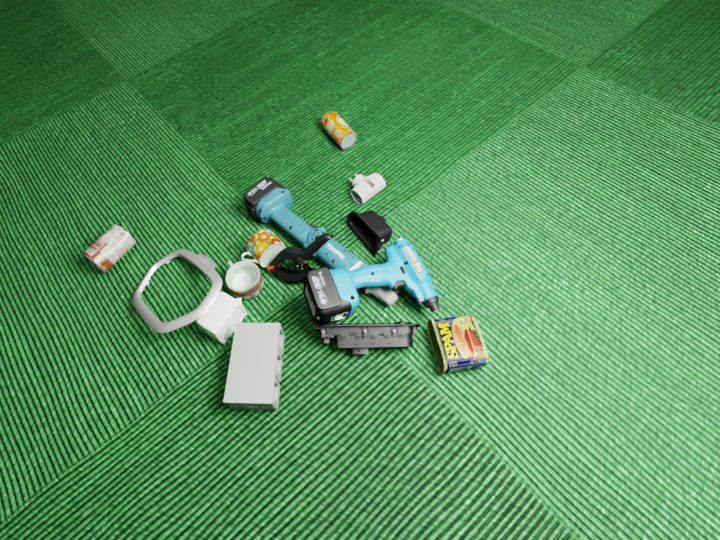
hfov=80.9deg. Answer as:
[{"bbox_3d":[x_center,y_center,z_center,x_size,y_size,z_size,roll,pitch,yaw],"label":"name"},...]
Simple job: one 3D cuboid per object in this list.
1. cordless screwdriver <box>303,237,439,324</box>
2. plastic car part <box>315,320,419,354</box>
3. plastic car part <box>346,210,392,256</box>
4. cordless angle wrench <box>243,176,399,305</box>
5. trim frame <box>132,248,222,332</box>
[{"bbox_3d":[0.024,0.040,0.813,0.243,0.073,0.165,-19,65,-19],"label":"cordless screwdriver"},{"bbox_3d":[0.016,0.127,0.815,0.204,0.064,0.069,-6,68,3],"label":"plastic car part"},{"bbox_3d":[0.029,-0.100,0.961,0.069,0.064,0.122,-20,54,-25],"label":"plastic car part"},{"bbox_3d":[-0.092,-0.060,0.941,0.441,0.072,0.097,38,67,23],"label":"cordless angle wrench"},{"bbox_3d":[-0.392,0.036,0.903,0.263,0.026,0.183,27,68,40],"label":"trim frame"}]
